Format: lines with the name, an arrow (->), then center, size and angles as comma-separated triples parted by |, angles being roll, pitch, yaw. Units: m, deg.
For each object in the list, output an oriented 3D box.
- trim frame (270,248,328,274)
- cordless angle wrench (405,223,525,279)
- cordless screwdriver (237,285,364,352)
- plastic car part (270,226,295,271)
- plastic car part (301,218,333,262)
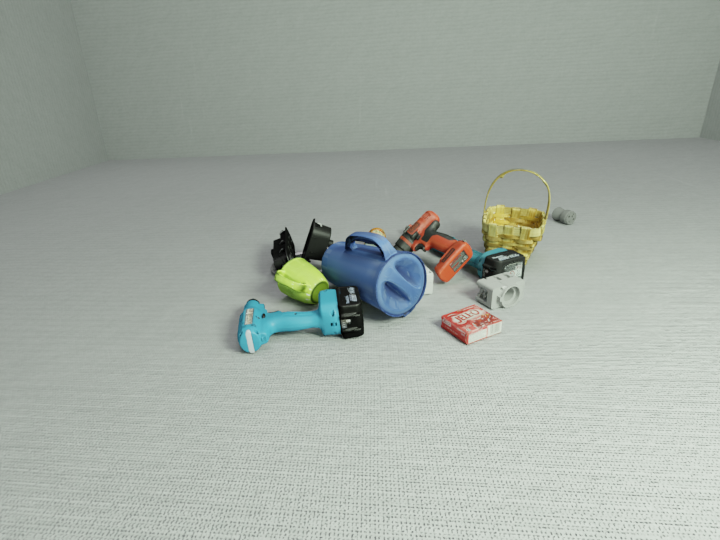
trim frame -> -0.126, -0.026, 1.157 | 0.242, 0.027, 0.194 | -11, 27, -21
cordless angle wrench -> 0.245, -0.064, 1.143 | 0.095, 0.072, 0.445 | -13, 24, -23
cordless screwdriver -> -0.123, 0.086, 0.860 | 0.247, 0.072, 0.165 | -10, 25, -5
plastic car part -> -0.206, -0.051, 1.127 | 0.066, 0.064, 0.211 | -16, 26, -7
plastic car part -> -0.109, -0.071, 1.117 | 0.069, 0.116, 0.068 | 18, 19, -15
